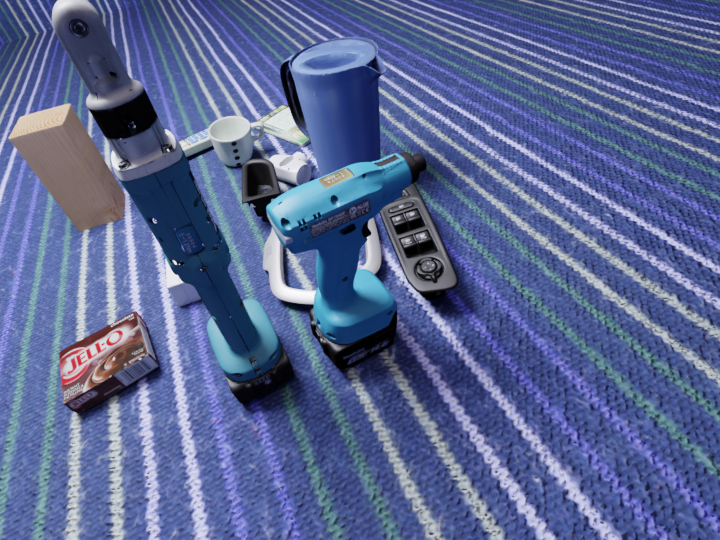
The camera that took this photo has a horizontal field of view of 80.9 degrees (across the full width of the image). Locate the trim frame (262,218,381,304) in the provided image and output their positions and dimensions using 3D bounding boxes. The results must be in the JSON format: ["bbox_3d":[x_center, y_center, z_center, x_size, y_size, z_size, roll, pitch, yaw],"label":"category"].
[{"bbox_3d":[-0.065,-0.042,0.660,0.185,0.026,0.258,-11,46,2],"label":"trim frame"}]

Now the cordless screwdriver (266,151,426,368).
[{"bbox_3d":[0.002,-0.007,0.464,0.157,0.239,0.078,-25,48,-14],"label":"cordless screwdriver"}]

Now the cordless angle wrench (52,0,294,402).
[{"bbox_3d":[-0.151,-0.018,0.393,0.073,0.406,0.103,-25,48,-15],"label":"cordless angle wrench"}]

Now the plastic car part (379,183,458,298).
[{"bbox_3d":[0.075,-0.038,0.598,0.066,0.064,0.212,-14,46,-3],"label":"plastic car part"}]

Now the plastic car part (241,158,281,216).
[{"bbox_3d":[-0.172,-0.141,0.749,0.066,0.068,0.122,-14,46,-3],"label":"plastic car part"}]
